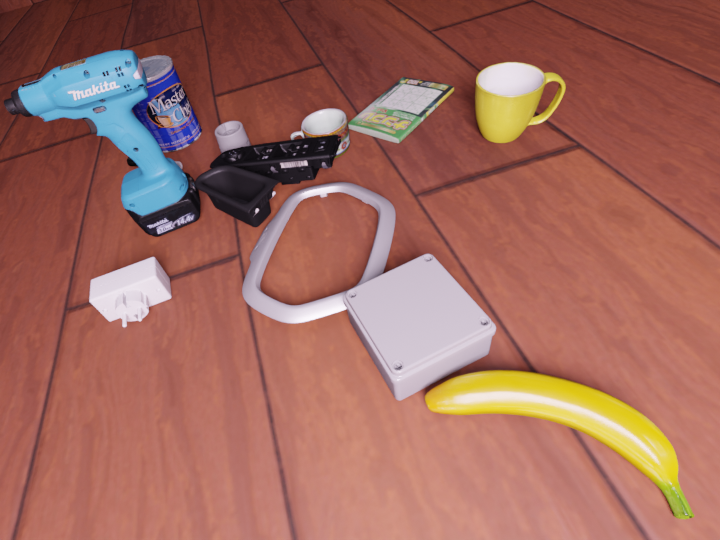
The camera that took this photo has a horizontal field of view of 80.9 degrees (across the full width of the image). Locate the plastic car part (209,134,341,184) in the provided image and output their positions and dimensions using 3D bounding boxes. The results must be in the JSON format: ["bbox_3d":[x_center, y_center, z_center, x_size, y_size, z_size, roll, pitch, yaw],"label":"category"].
[{"bbox_3d":[-0.129,-0.165,0.649,0.208,0.064,0.067,2,50,15],"label":"plastic car part"}]

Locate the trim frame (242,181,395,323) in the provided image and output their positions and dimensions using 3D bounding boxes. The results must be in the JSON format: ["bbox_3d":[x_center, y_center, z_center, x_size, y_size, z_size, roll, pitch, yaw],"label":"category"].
[{"bbox_3d":[-0.053,-0.035,0.543,0.189,0.026,0.252,4,51,16],"label":"trim frame"}]

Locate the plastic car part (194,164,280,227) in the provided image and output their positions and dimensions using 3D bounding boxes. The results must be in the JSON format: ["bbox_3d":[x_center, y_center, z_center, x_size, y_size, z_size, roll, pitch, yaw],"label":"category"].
[{"bbox_3d":[-0.172,-0.100,0.600,0.122,0.068,0.065,22,56,28],"label":"plastic car part"}]

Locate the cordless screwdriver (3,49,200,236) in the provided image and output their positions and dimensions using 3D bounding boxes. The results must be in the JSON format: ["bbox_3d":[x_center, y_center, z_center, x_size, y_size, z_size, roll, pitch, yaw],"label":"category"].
[{"bbox_3d":[-0.325,-0.153,0.568,0.158,0.238,0.078,-18,48,-5],"label":"cordless screwdriver"}]
